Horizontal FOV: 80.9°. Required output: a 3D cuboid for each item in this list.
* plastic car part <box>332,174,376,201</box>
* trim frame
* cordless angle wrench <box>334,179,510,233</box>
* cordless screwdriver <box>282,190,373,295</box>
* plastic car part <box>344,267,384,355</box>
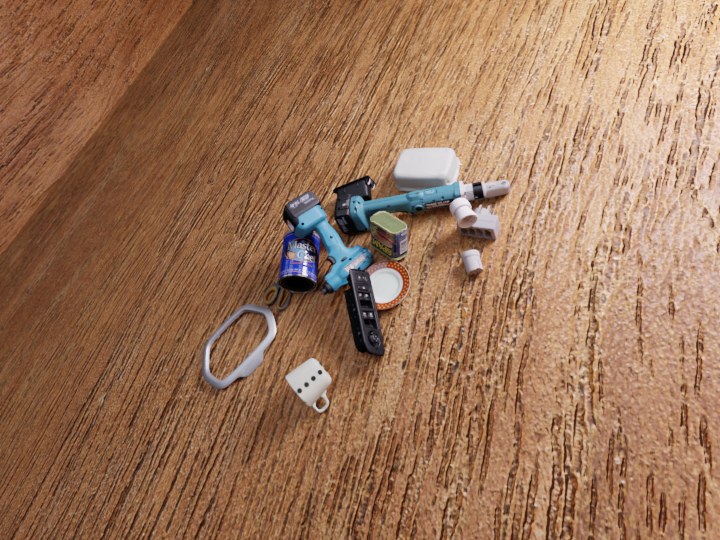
[{"bbox_3d":[-0.014,-0.210,1.189,0.119,0.062,0.073,-20,68,21],"label":"plastic car part"},{"bbox_3d":[-0.325,0.197,1.121,0.248,0.026,0.195,-45,49,-5],"label":"trim frame"},{"bbox_3d":[0.144,-0.172,1.056,0.436,0.093,0.076,-7,54,21],"label":"cordless angle wrench"},{"bbox_3d":[-0.103,-0.068,1.058,0.157,0.074,0.253,-40,80,-19],"label":"cordless screwdriver"},{"bbox_3d":[0.001,0.099,0.962,0.068,0.063,0.210,-32,59,30],"label":"plastic car part"}]
